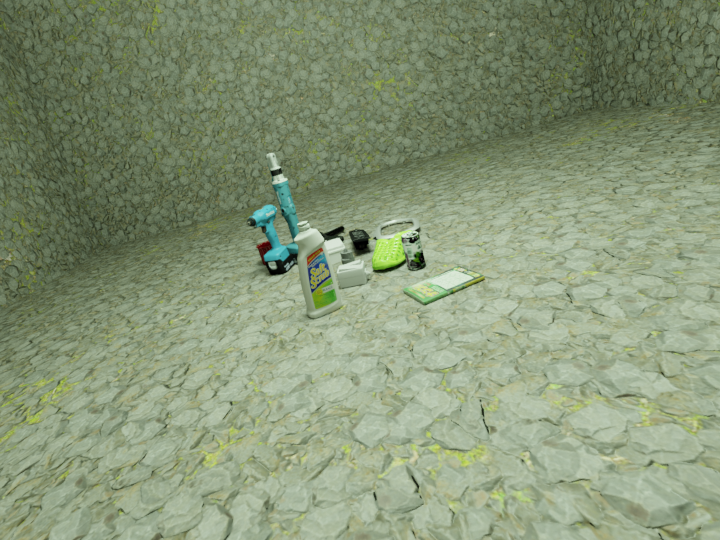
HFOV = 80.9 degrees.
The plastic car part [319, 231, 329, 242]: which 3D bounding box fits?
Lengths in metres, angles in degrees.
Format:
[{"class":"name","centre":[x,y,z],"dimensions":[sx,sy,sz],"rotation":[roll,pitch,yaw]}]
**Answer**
[{"class":"plastic car part","centre":[-0.163,-0.107,1.666],"dimensions":[0.065,0.069,0.121],"rotation":[-20,19,-13]}]

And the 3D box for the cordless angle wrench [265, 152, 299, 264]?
[{"class":"cordless angle wrench","centre":[-0.270,-0.228,1.569],"dimensions":[0.103,0.413,0.072],"rotation":[0,22,43]}]

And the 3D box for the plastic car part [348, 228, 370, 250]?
[{"class":"plastic car part","centre":[-0.003,-0.115,1.569],"dimensions":[0.066,0.065,0.208],"rotation":[-16,20,-2]}]

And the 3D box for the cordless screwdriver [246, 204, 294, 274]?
[{"class":"cordless screwdriver","centre":[-0.331,-0.103,1.535],"dimensions":[0.077,0.243,0.157],"rotation":[-8,19,25]}]

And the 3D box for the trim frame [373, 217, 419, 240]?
[{"class":"trim frame","centre":[0.136,-0.161,1.639],"dimensions":[0.186,0.027,0.252],"rotation":[-14,20,8]}]
